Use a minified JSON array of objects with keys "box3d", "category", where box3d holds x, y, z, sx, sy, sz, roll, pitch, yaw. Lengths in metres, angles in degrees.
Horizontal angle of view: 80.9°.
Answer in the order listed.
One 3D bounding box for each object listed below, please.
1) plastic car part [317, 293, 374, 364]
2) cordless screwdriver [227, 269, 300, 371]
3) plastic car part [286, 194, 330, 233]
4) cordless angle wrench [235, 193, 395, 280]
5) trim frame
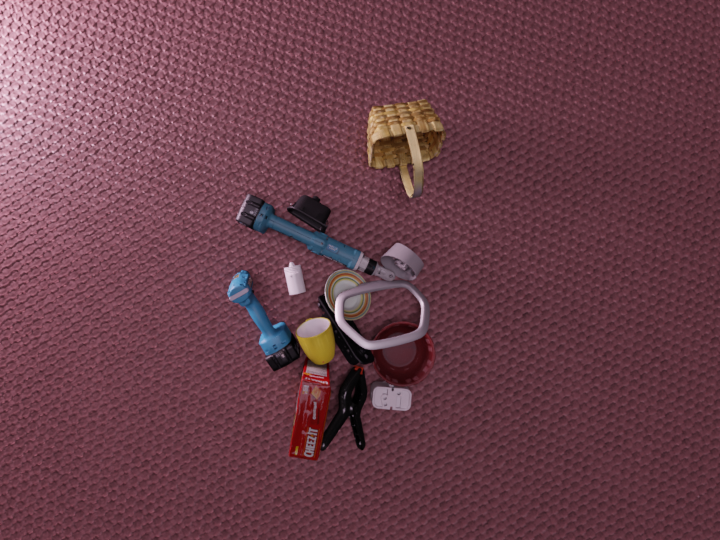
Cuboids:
[{"box3d":[-0.046,0.154,1.054,0.067,0.063,0.210,-48,69,26],"category":"plastic car part"},{"box3d":[-0.242,0.113,1.050,0.074,0.163,0.242,-30,106,-1],"category":"cordless screwdriver"},{"box3d":[-0.123,-0.156,1.088,0.117,0.066,0.071,35,73,3],"category":"plastic car part"},{"box3d":[-0.104,-0.068,1.068,0.421,0.098,0.074,25,85,-3],"category":"cordless angle wrench"},{"box3d":[0.057,0.101,1.043,0.243,0.027,0.192,-12,58,-16],"category":"trim frame"}]
